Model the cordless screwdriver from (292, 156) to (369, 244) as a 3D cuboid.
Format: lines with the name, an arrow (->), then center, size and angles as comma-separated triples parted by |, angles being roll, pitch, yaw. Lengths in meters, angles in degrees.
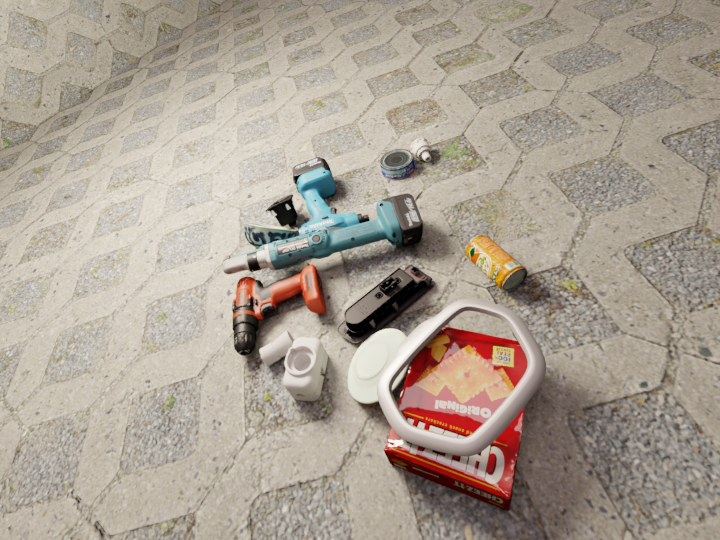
cordless screwdriver -> -0.078, -0.172, 1.015 | 0.160, 0.071, 0.259 | -17, 50, 4

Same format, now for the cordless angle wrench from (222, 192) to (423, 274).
cordless angle wrench -> -0.087, -0.057, 0.886 | 0.425, 0.071, 0.101 | -15, 64, 3

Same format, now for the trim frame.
trim frame -> 0.138, 0.140, 0.597 | 0.247, 0.026, 0.195 | -44, 51, -15

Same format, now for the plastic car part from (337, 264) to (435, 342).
plastic car part -> 0.044, 0.055, 0.781 | 0.201, 0.064, 0.070 | -40, 56, -12

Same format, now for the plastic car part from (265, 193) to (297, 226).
plastic car part -> -0.176, -0.138, 1.007 | 0.066, 0.070, 0.118 | -24, 13, 4
